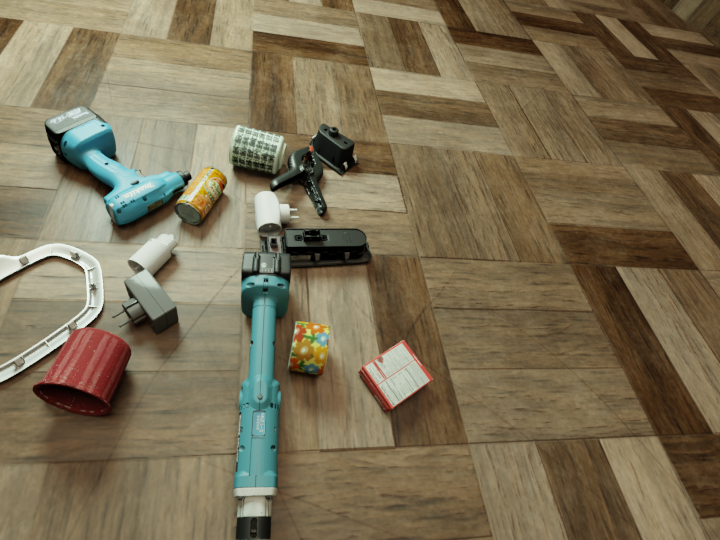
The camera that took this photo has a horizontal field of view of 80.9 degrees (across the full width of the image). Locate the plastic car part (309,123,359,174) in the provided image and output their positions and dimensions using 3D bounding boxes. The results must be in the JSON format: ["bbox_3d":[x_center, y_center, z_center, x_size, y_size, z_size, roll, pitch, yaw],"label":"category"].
[{"bbox_3d":[-0.059,-0.275,0.920,0.119,0.070,0.065,40,53,12],"label":"plastic car part"}]

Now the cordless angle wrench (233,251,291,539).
[{"bbox_3d":[-0.133,0.171,0.561,0.073,0.096,0.436,2,57,-11],"label":"cordless angle wrench"}]

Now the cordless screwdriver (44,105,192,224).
[{"bbox_3d":[-0.445,-0.203,0.780,0.255,0.074,0.156,42,55,13],"label":"cordless screwdriver"}]

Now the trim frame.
[{"bbox_3d":[-0.495,0.052,0.606,0.190,0.027,0.245,37,56,16],"label":"trim frame"}]

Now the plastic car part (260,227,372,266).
[{"bbox_3d":[-0.074,-0.048,0.757,0.198,0.066,0.069,1,48,-16],"label":"plastic car part"}]
